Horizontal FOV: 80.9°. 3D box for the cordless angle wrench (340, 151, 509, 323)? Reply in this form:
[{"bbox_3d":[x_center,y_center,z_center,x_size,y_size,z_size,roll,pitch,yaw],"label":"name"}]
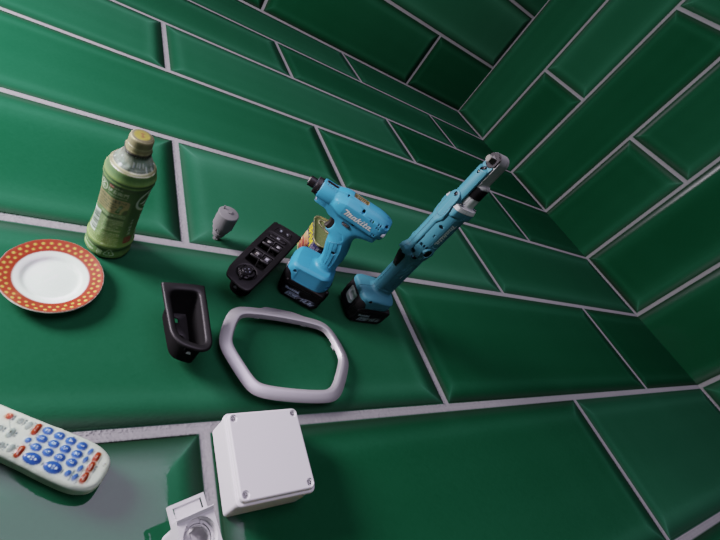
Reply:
[{"bbox_3d":[0.113,-0.049,0.788,0.093,0.425,0.078,14,43,-34],"label":"cordless angle wrench"}]

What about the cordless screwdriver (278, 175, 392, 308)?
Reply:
[{"bbox_3d":[-0.076,-0.050,0.777,0.157,0.250,0.075,34,35,-9],"label":"cordless screwdriver"}]

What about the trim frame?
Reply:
[{"bbox_3d":[-0.122,0.136,0.714,0.237,0.027,0.192,13,41,-32],"label":"trim frame"}]

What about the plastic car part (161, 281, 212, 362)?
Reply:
[{"bbox_3d":[-0.260,0.083,0.615,0.063,0.071,0.122,8,44,-38],"label":"plastic car part"}]

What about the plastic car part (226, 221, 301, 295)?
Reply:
[{"bbox_3d":[-0.190,-0.018,0.801,0.066,0.067,0.203,37,34,-4],"label":"plastic car part"}]
